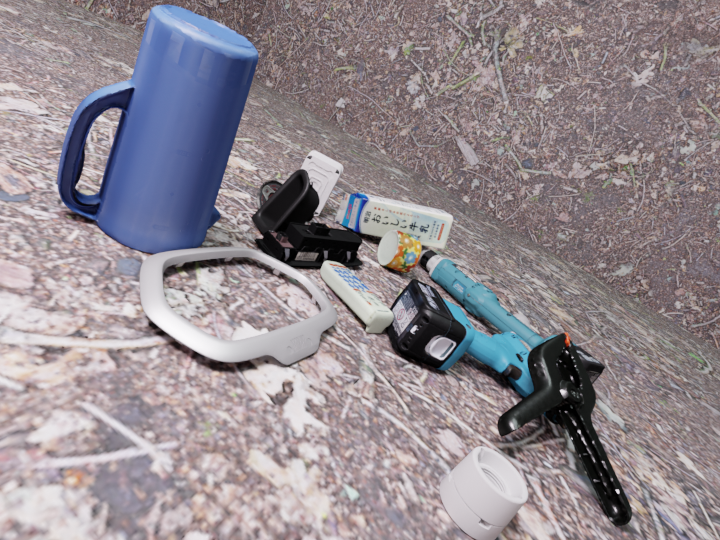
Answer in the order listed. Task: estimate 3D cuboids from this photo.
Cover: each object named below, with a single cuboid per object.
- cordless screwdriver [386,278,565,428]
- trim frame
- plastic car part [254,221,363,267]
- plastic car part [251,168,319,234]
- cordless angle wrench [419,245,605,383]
[{"bbox_3d":[0.160,0.114,0.563,0.240,0.074,0.165,25,20,-21],"label":"cordless screwdriver"},{"bbox_3d":[-0.124,0.029,0.466,0.192,0.027,0.239,36,20,22],"label":"trim frame"},{"bbox_3d":[-0.065,-0.043,0.667,0.070,0.067,0.192,36,18,36],"label":"plastic car part"},{"bbox_3d":[-0.107,-0.097,0.684,0.070,0.116,0.067,48,3,39],"label":"plastic car part"},{"bbox_3d":[0.222,0.055,0.785,0.093,0.074,0.447,19,19,-41],"label":"cordless angle wrench"}]
